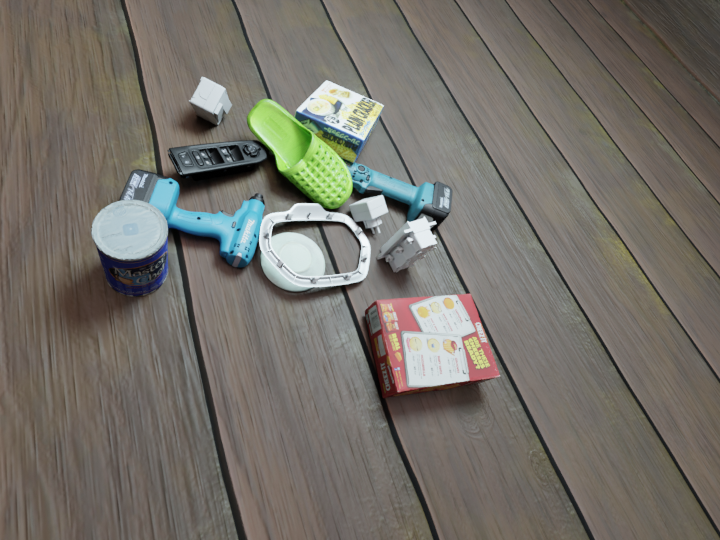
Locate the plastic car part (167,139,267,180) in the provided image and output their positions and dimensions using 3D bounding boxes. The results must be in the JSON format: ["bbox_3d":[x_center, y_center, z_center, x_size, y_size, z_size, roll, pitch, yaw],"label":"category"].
[{"bbox_3d":[-0.281,-0.218,0.854,0.197,0.066,0.069,-24,66,-34],"label":"plastic car part"}]

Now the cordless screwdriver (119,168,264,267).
[{"bbox_3d":[-0.303,-0.115,0.786,0.243,0.075,0.162,19,56,-13],"label":"cordless screwdriver"}]

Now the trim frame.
[{"bbox_3d":[-0.081,-0.053,0.833,0.239,0.027,0.191,-5,60,-30],"label":"trim frame"}]

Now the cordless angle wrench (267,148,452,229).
[{"bbox_3d":[-0.005,-0.209,0.947,0.419,0.074,0.099,20,57,-5],"label":"cordless angle wrench"}]
